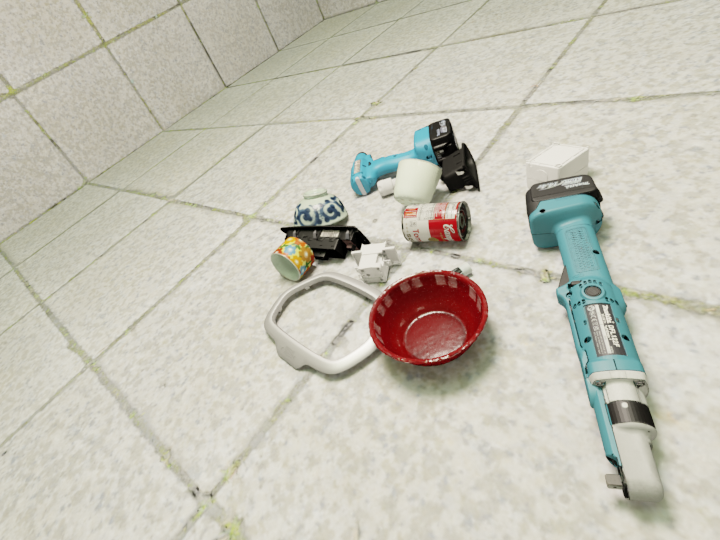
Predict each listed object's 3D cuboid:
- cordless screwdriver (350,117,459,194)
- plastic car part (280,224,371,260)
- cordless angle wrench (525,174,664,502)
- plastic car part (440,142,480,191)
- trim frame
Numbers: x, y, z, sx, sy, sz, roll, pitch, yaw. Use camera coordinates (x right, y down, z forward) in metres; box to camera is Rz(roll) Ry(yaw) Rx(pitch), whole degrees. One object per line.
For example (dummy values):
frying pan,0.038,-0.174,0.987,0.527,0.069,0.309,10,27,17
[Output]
cordless screwdriver,0.093,-0.269,0.977,0.255,0.071,0.163,-18,38,19
plastic car part,-0.083,-0.054,0.851,0.214,0.062,0.067,9,75,38
cordless angle wrench,0.275,0.041,0.504,0.101,0.071,0.431,-10,43,22
plastic car part,0.192,-0.201,0.850,0.073,0.063,0.119,-26,31,26
trim frame,-0.061,0.080,0.702,0.263,0.026,0.182,22,58,44
